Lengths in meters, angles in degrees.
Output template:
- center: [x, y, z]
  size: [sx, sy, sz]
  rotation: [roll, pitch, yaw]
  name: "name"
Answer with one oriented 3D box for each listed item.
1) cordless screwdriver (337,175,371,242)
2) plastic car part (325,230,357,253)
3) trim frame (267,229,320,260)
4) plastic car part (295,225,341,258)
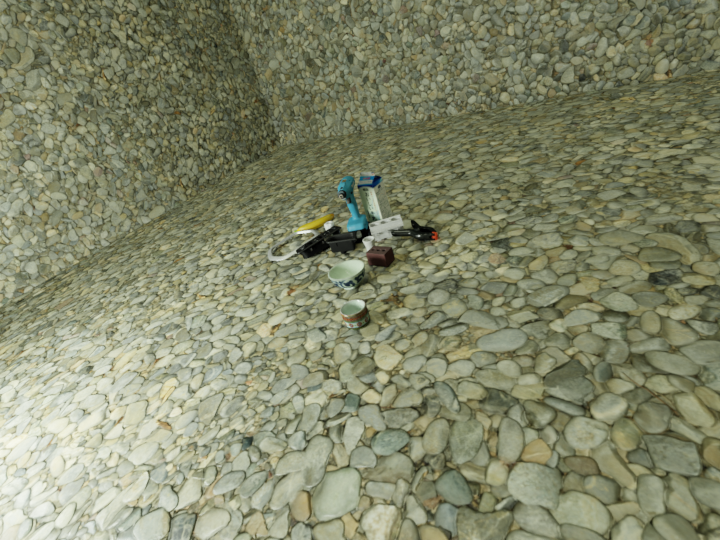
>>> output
- center: [-0.030, -0.218, 1.584]
  size: [0.076, 0.240, 0.161]
  rotation: [-10, 27, 17]
  name: "cordless screwdriver"
- center: [-0.064, -0.098, 1.576]
  size: [0.119, 0.068, 0.067]
  rotation: [-11, 27, 16]
  name: "plastic car part"
- center: [-0.281, -0.108, 1.775]
  size: [0.244, 0.026, 0.194]
  rotation: [-36, 32, -29]
  name: "trim frame"
- center: [-0.162, -0.106, 1.656]
  size: [0.200, 0.065, 0.070]
  rotation: [-29, 28, -18]
  name: "plastic car part"
